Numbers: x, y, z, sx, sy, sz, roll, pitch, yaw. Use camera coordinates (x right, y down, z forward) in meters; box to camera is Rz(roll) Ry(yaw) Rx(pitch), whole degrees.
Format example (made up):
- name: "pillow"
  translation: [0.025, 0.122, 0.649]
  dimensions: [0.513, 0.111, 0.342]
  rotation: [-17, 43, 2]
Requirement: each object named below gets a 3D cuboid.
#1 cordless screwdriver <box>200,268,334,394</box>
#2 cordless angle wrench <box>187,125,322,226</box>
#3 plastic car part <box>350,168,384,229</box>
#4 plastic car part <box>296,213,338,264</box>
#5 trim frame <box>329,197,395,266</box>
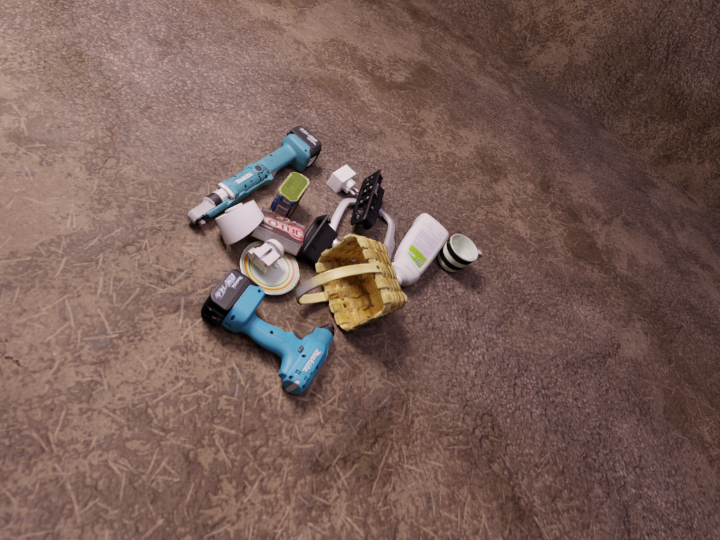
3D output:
- name: "cordless screwdriver"
  translation: [-0.167, 0.097, 0.805]
  dimensions: [0.248, 0.075, 0.158]
  rotation: [40, 46, -2]
- name: "cordless angle wrench"
  translation: [-0.249, -0.226, 1.010]
  dimensions: [0.099, 0.074, 0.418]
  rotation: [40, 49, 2]
- name: "plastic car part"
  translation: [0.022, -0.175, 1.096]
  dimensions: [0.064, 0.068, 0.205]
  rotation: [49, 40, -27]
- name: "plastic car part"
  translation: [-0.094, -0.062, 0.966]
  dimensions: [0.068, 0.068, 0.117]
  rotation: [35, 73, -22]
- name: "trim frame"
  translation: [0.009, -0.093, 1.075]
  dimensions: [0.182, 0.027, 0.251]
  rotation: [27, 46, -7]
